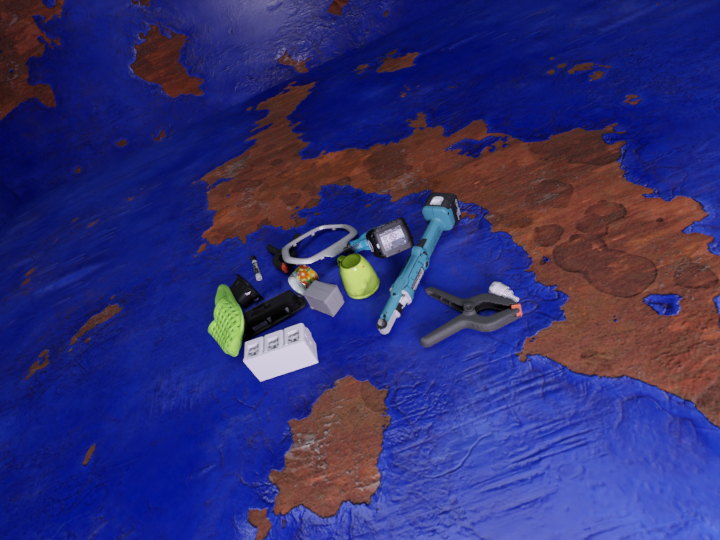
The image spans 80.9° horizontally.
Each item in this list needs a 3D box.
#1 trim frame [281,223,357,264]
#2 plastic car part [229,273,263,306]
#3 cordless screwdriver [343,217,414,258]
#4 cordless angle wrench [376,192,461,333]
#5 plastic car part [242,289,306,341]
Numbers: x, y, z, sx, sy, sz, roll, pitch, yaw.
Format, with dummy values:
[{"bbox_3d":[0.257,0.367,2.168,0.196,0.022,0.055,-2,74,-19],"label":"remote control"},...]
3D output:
[{"bbox_3d":[-0.123,-0.080,1.258,0.243,0.026,0.195,-33,34,-32],"label":"trim frame"},{"bbox_3d":[-0.348,0.066,1.241,0.071,0.062,0.123,-52,41,-8],"label":"plastic car part"},{"bbox_3d":[0.038,-0.075,1.088,0.159,0.074,0.251,-23,7,-3],"label":"cordless screwdriver"},{"bbox_3d":[0.141,-0.022,1.051,0.078,0.093,0.423,9,55,35],"label":"cordless angle wrench"},{"bbox_3d":[-0.245,0.109,1.135,0.203,0.064,0.069,-25,32,-2],"label":"plastic car part"}]
